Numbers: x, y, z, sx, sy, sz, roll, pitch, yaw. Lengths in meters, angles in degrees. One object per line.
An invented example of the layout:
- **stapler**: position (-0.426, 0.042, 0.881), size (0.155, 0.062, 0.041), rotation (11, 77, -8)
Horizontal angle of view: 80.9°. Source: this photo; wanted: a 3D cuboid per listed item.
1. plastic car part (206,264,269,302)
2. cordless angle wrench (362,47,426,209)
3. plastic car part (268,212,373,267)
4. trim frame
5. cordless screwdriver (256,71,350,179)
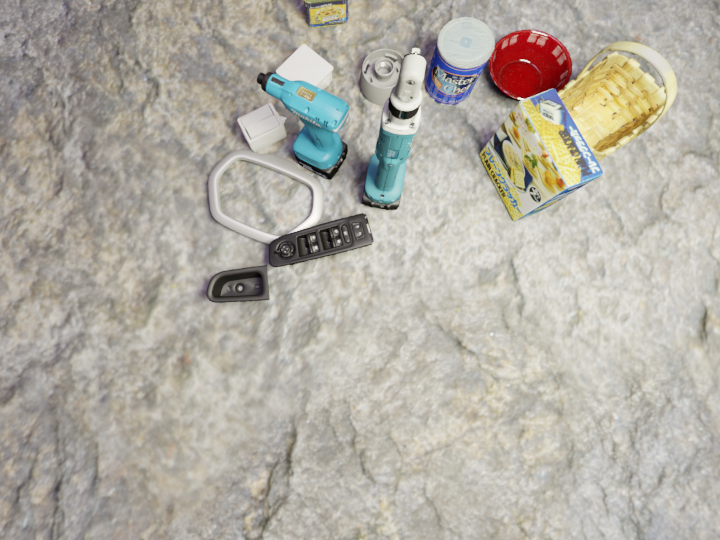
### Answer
- **plastic car part**: position (-0.230, 0.031, 0.815), size (0.117, 0.070, 0.067), rotation (-6, 81, 1)
- **cordless angle wrench**: position (0.051, -0.194, 0.663), size (0.075, 0.418, 0.098), rotation (10, 82, 0)
- **plastic car part**: position (-0.080, -0.053, 0.823), size (0.203, 0.066, 0.067), rotation (-14, 81, 1)
- **trim frame**: position (-0.197, -0.154, 0.870), size (0.252, 0.027, 0.185), rotation (21, 81, 7)
- **cordless screwdriver**: position (-0.098, -0.263, 0.773), size (0.161, 0.245, 0.074), rotation (30, 83, 4)
